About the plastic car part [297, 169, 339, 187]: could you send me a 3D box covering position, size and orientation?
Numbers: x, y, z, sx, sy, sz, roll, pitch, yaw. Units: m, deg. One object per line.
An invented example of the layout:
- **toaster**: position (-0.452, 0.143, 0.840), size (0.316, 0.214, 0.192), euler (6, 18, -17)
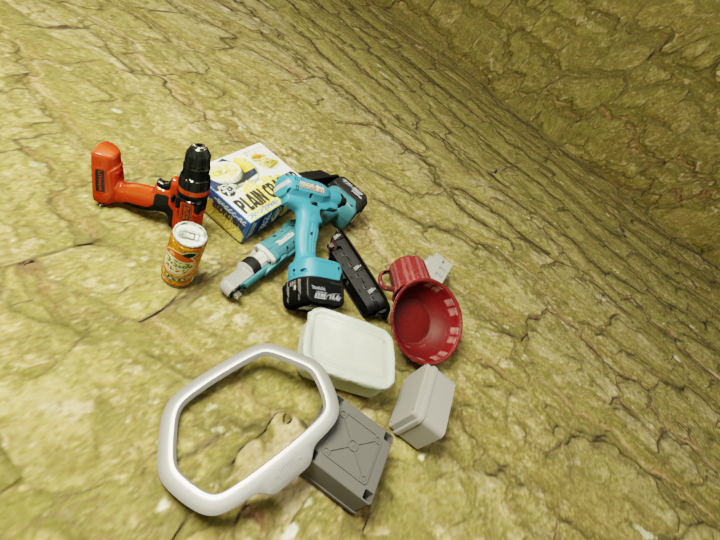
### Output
- **plastic car part**: position (-0.112, -0.210, 1.000), size (0.074, 0.065, 0.113), euler (35, 35, 21)

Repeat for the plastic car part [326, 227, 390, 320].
- **plastic car part**: position (-0.013, 0.013, 0.838), size (0.065, 0.066, 0.211), euler (-22, 64, -34)

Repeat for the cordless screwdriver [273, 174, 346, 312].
- **cordless screwdriver**: position (-0.076, -0.050, 0.782), size (0.151, 0.077, 0.254), euler (8, 68, -42)

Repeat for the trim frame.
- **trim frame**: position (-0.144, 0.195, 0.559), size (0.242, 0.027, 0.193), euler (-30, 56, -34)

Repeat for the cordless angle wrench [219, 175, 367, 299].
- **cordless angle wrench**: position (-0.127, -0.071, 0.844), size (0.099, 0.074, 0.417), euler (40, 44, 4)
